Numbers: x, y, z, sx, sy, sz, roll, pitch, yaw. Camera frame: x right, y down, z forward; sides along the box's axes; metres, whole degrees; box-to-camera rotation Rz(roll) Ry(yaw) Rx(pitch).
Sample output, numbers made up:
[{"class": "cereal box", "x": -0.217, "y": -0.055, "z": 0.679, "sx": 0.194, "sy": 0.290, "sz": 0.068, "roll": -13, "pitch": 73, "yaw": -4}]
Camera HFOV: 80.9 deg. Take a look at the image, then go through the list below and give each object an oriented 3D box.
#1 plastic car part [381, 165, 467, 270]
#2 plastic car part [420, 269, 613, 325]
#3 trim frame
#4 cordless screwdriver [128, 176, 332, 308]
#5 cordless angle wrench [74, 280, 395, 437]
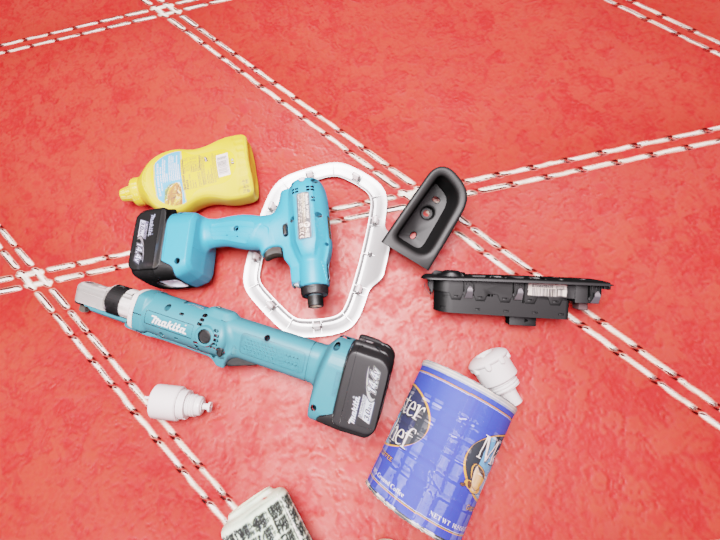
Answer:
[{"class": "plastic car part", "x": 0.084, "y": -0.067, "z": 0.533, "sx": 0.066, "sy": 0.071, "sz": 0.116, "roll": 32, "pitch": 92, "yaw": 1}, {"class": "plastic car part", "x": 0.172, "y": 0.029, "z": 0.502, "sx": 0.205, "sy": 0.066, "sz": 0.066, "roll": 6, "pitch": 100, "yaw": 7}, {"class": "trim frame", "x": -0.055, "y": -0.036, "z": 0.562, "sx": 0.187, "sy": 0.027, "sz": 0.251, "roll": 13, "pitch": 72, "yaw": 9}, {"class": "cordless screwdriver", "x": -0.157, "y": -0.019, "z": 0.525, "sx": 0.253, "sy": 0.071, "sz": 0.163, "roll": -9, "pitch": 68, "yaw": 10}, {"class": "cordless angle wrench", "x": -0.175, "y": 0.078, "z": 0.515, "sx": 0.435, "sy": 0.072, "sz": 0.098, "roll": 15, "pitch": 94, "yaw": 15}]
